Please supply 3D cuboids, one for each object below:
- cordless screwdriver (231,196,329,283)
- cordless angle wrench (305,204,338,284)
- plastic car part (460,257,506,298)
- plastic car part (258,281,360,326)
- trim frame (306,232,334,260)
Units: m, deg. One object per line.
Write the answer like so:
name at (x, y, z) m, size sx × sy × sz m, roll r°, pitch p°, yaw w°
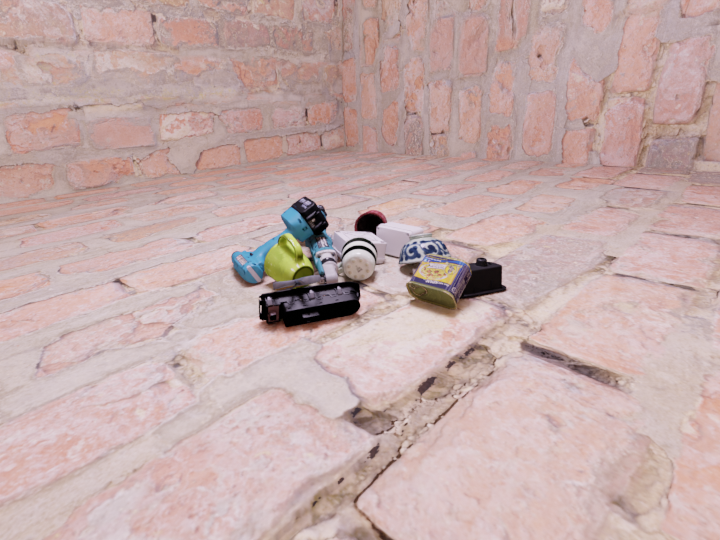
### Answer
cordless screwdriver at (-0.209, -0.079, 1.041) m, size 0.247 × 0.071 × 0.168 m, roll -42°, pitch 33°, yaw -12°
cordless angle wrench at (-0.104, -0.068, 1.066) m, size 0.097 × 0.072 × 0.439 m, roll -8°, pitch 26°, yaw -10°
plastic car part at (0.242, 0.009, 0.875) m, size 0.115 × 0.069 × 0.069 m, roll -10°, pitch 23°, yaw -12°
plastic car part at (-0.085, 0.064, 0.790) m, size 0.197 × 0.064 × 0.071 m, roll -11°, pitch 32°, yaw -20°
trim frame at (-0.145, -0.074, 1.196) m, size 0.183 × 0.027 × 0.255 m, roll -4°, pitch 20°, yaw -5°
